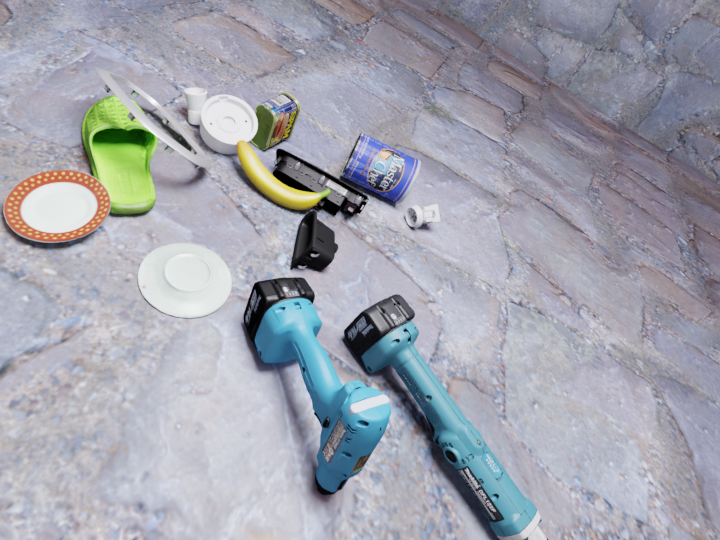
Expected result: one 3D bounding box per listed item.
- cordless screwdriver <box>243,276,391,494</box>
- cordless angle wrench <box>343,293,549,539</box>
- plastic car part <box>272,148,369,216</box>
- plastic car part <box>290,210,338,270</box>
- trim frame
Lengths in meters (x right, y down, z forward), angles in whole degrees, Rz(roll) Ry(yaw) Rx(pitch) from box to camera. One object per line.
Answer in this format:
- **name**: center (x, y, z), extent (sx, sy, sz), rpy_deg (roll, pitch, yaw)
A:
- **cordless screwdriver**: center (-0.069, 0.132, 0.524), extent (0.071, 0.157, 0.263), rpy_deg (-3, 38, -37)
- **cordless angle wrench**: center (0.133, 0.229, 0.557), extent (0.072, 0.098, 0.438), rpy_deg (-20, 66, -37)
- **plastic car part**: center (-0.089, -0.161, 0.823), extent (0.204, 0.066, 0.067), rpy_deg (34, 69, 2)
- **plastic car part**: center (-0.071, -0.047, 0.729), extent (0.068, 0.067, 0.119), rpy_deg (32, 38, -23)
- **trim frame**: center (-0.347, -0.255, 0.720), extent (0.257, 0.027, 0.178), rpy_deg (44, 8, 16)
